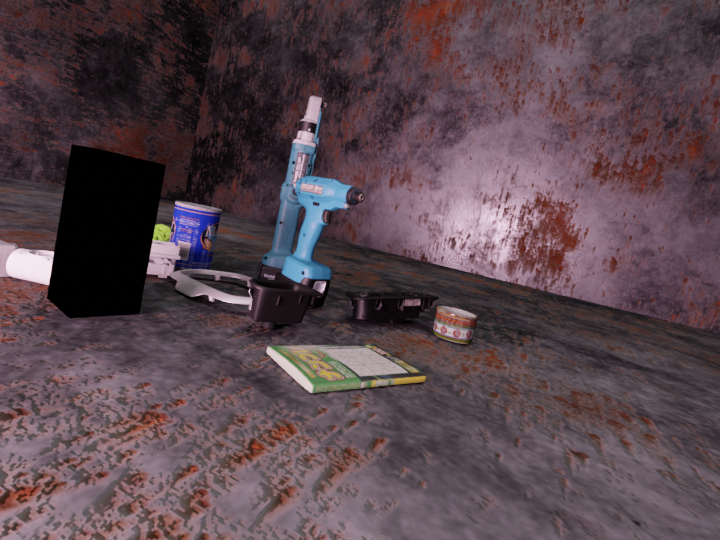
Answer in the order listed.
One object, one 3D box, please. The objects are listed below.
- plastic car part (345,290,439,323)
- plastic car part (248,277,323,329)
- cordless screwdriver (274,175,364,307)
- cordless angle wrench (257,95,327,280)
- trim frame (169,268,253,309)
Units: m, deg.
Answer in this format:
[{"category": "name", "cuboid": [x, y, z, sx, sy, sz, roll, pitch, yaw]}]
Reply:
[{"category": "plastic car part", "cuboid": [0.056, 0.068, 0.818, 0.193, 0.067, 0.070, 7, 8, -34]}, {"category": "plastic car part", "cuboid": [-0.124, 0.052, 0.634, 0.070, 0.070, 0.110, 18, 9, 42]}, {"category": "cordless screwdriver", "cuboid": [-0.079, -0.051, 0.803, 0.168, 0.248, 0.070, 17, 7, 42]}, {"category": "cordless angle wrench", "cuboid": [-0.142, -0.171, 0.929, 0.096, 0.421, 0.076, 11, 5, -13]}, {"category": "trim frame", "cuboid": [-0.242, 0.031, 0.775, 0.262, 0.027, 0.175, 18, 9, 38]}]
